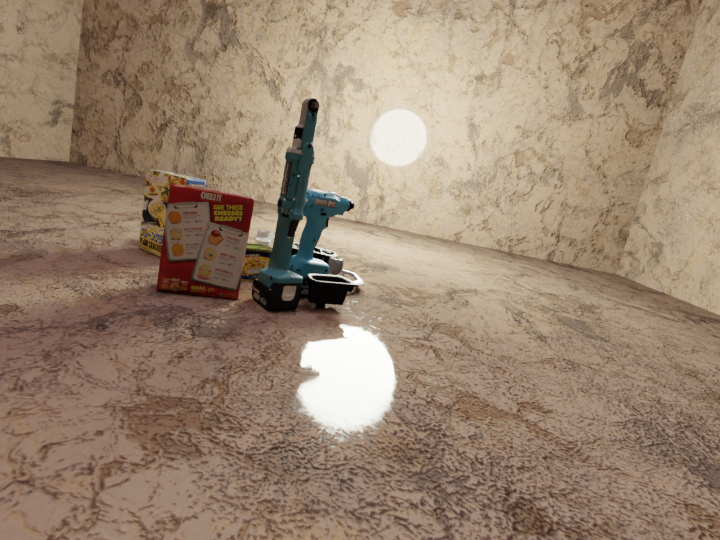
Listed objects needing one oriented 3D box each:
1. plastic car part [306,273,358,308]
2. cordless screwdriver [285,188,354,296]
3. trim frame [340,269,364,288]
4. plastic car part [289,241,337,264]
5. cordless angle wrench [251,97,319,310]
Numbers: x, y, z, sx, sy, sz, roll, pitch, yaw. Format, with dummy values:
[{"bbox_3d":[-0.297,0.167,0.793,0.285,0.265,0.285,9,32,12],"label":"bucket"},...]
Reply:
[{"bbox_3d":[-0.075,0.048,0.926,0.111,0.070,0.070,3,14,-37],"label":"plastic car part"},{"bbox_3d":[-0.098,-0.064,0.998,0.151,0.247,0.079,3,13,-41],"label":"cordless screwdriver"},{"bbox_3d":[-0.110,0.011,1.167,0.257,0.027,0.180,15,12,17],"label":"trim frame"},{"bbox_3d":[-0.166,-0.048,1.297,0.197,0.066,0.069,7,12,-18],"label":"plastic car part"},{"bbox_3d":[-0.139,-0.131,0.855,0.071,0.420,0.103,4,12,-39],"label":"cordless angle wrench"}]
